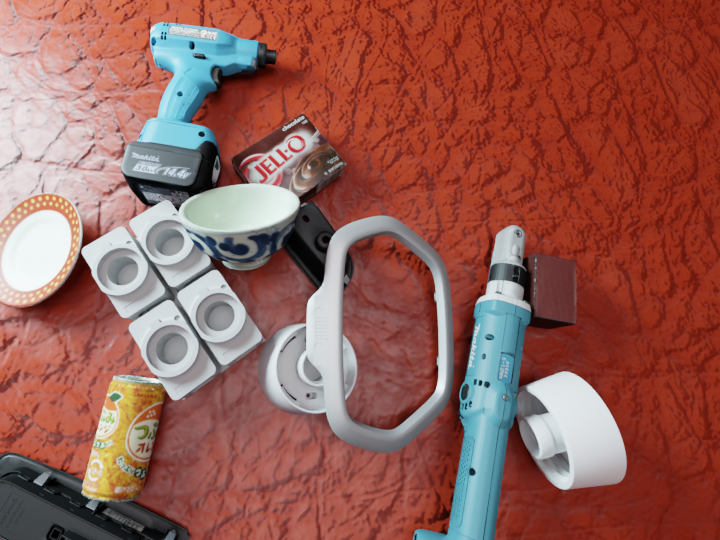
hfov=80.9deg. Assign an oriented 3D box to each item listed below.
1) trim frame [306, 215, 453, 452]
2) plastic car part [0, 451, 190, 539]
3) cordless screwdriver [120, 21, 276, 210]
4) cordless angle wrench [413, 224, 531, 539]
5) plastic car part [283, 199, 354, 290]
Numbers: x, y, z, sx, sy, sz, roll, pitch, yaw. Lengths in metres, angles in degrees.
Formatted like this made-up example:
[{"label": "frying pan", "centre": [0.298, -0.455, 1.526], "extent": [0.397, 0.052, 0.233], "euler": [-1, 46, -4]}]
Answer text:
[{"label": "trim frame", "centre": [0.028, 0.063, 0.455], "extent": [0.176, 0.028, 0.250], "euler": [4, 81, -29]}, {"label": "plastic car part", "centre": [-0.268, 0.240, 0.389], "extent": [0.205, 0.066, 0.066], "euler": [25, 80, 4]}, {"label": "cordless screwdriver", "centre": [-0.192, -0.196, 0.522], "extent": [0.158, 0.073, 0.254], "euler": [4, 69, -6]}, {"label": "cordless angle wrench", "centre": [0.133, 0.138, 0.445], "extent": [0.074, 0.098, 0.427], "euler": [19, 69, -7]}, {"label": "plastic car part", "centre": [-0.048, -0.031, 0.486], "extent": [0.065, 0.070, 0.119], "euler": [-35, 78, -14]}]
